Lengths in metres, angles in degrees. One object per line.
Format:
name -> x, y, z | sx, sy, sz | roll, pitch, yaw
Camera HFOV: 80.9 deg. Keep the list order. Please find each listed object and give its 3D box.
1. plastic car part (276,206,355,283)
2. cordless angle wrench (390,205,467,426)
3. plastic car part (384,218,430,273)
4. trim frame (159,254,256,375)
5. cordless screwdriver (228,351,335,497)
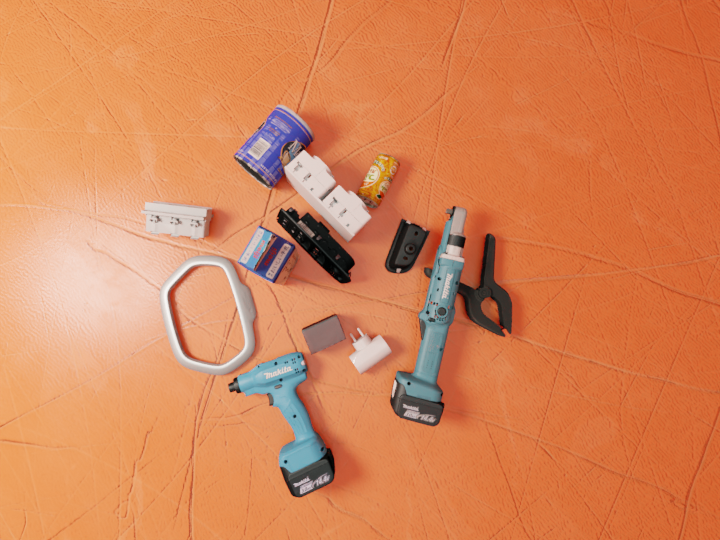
plastic car part -> -0.085, -0.056, 0.873 | 0.066, 0.067, 0.205 | -38, 85, -32
cordless angle wrench -> 0.153, 0.080, 0.835 | 0.098, 0.074, 0.423 | 13, 88, 2
plastic car part -> 0.099, -0.048, 0.868 | 0.066, 0.071, 0.117 | 24, 81, -1
trim frame -> -0.309, 0.090, 0.865 | 0.183, 0.027, 0.251 | -18, 83, -2
cordless screwdriver -> -0.151, 0.300, 0.823 | 0.158, 0.073, 0.252 | -19, 81, -4
